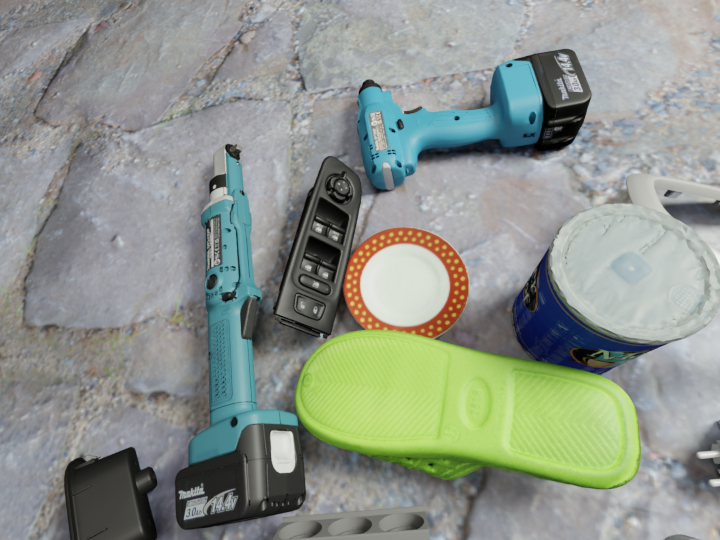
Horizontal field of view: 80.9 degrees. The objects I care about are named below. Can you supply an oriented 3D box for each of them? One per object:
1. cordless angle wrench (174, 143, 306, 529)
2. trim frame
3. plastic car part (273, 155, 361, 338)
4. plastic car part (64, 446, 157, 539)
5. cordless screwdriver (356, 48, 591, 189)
[{"bbox_3d":[-0.139,0.021,0.457,0.100,0.070,0.439,-28,56,23],"label":"cordless angle wrench"},{"bbox_3d":[0.341,-0.020,0.350,0.246,0.027,0.189,9,45,-5],"label":"trim frame"},{"bbox_3d":[-0.046,-0.030,0.470,0.064,0.068,0.205,22,69,-19],"label":"plastic car part"},{"bbox_3d":[-0.228,0.219,0.397,0.070,0.064,0.122,-20,59,-16],"label":"plastic car part"},{"bbox_3d":[0.118,-0.197,0.509,0.252,0.071,0.164,-12,63,10],"label":"cordless screwdriver"}]
